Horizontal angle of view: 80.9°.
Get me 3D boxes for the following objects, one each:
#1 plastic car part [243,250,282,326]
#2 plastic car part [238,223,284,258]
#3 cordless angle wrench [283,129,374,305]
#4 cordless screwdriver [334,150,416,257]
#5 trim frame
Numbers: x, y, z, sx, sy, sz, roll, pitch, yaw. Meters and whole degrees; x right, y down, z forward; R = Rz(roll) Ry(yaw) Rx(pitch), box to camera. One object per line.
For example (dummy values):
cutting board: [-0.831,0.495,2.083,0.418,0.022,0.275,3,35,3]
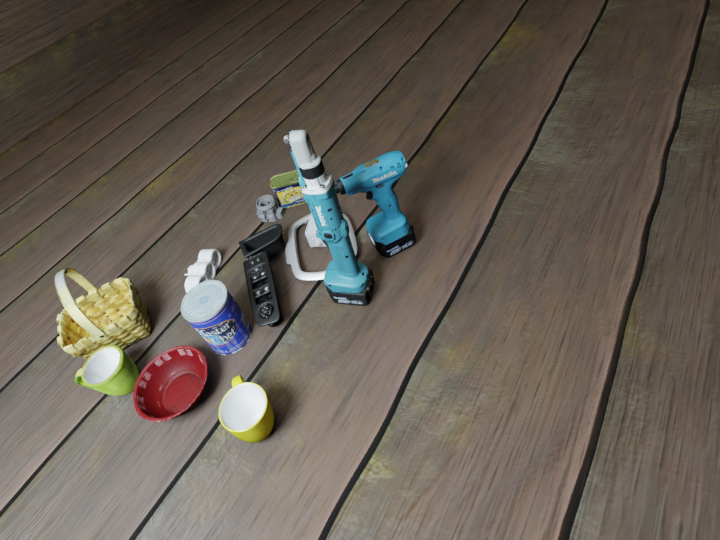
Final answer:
plastic car part: [-0.221,0.052,0.974,0.066,0.064,0.213,-21,47,-2]
plastic car part: [-0.240,-0.060,1.076,0.116,0.068,0.069,-26,47,-6]
cordless angle wrench: [-0.056,-0.084,0.803,0.101,0.404,0.075,4,50,19]
cordless screwdriver: [0.034,-0.132,0.929,0.158,0.237,0.078,-23,47,-5]
trim frame: [-0.104,-0.068,1.065,0.185,0.026,0.259,-18,47,3]
